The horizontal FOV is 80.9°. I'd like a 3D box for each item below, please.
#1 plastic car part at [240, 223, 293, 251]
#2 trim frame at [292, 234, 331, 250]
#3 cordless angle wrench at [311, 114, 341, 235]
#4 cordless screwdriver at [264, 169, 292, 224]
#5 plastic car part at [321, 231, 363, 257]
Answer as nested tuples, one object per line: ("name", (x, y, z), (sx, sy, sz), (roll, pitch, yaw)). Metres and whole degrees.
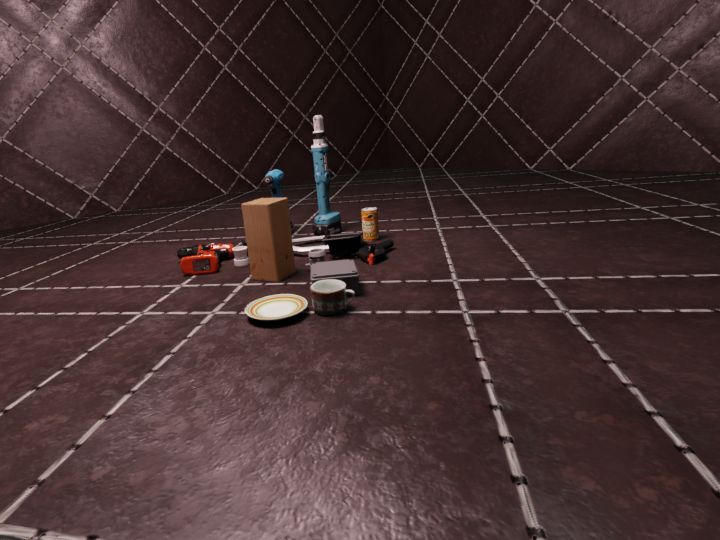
("plastic car part", (-0.316, -0.107, 1.429), (0.070, 0.066, 0.196), (11, 24, 43))
("trim frame", (-0.135, -0.088, 1.383), (0.244, 0.027, 0.191), (-10, 19, -13))
("cordless angle wrench", (-0.135, -0.336, 1.512), (0.078, 0.415, 0.095), (8, 19, 38))
("cordless screwdriver", (-0.306, -0.237, 1.537), (0.075, 0.244, 0.160), (-3, 16, 4))
("plastic car part", (-0.048, -0.072, 1.242), (0.119, 0.069, 0.066), (-2, 17, 11))
